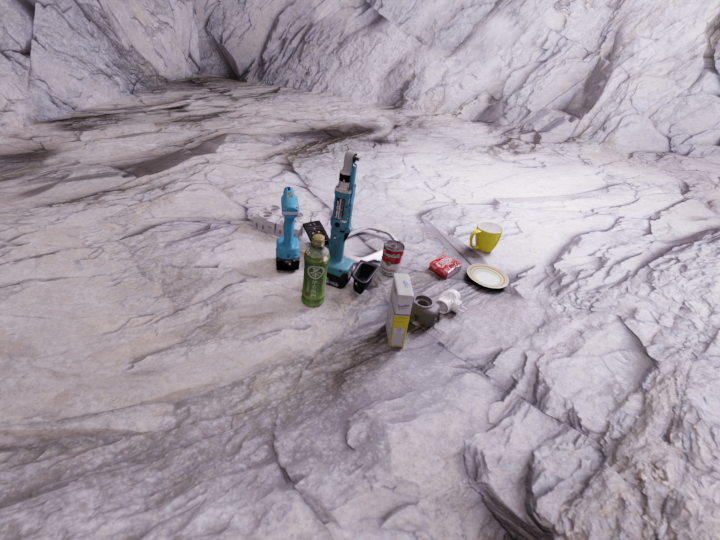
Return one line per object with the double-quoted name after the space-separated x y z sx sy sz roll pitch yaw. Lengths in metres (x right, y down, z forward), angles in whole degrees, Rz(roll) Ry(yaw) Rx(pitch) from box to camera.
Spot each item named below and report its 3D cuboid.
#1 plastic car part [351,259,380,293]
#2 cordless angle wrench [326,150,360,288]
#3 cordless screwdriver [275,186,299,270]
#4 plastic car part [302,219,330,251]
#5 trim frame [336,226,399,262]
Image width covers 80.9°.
0.006 0.028 1.283 0.068 0.069 0.116 18 36 14 "plastic car part"
-0.055 -0.140 1.215 0.101 0.413 0.074 20 35 16 "cordless angle wrench"
-0.227 -0.132 1.328 0.073 0.243 0.166 1 35 -12 "cordless screwdriver"
-0.140 -0.092 1.437 0.064 0.065 0.214 -8 37 -21 "plastic car part"
0.024 -0.093 1.493 0.241 0.027 0.195 -25 45 -35 "trim frame"
